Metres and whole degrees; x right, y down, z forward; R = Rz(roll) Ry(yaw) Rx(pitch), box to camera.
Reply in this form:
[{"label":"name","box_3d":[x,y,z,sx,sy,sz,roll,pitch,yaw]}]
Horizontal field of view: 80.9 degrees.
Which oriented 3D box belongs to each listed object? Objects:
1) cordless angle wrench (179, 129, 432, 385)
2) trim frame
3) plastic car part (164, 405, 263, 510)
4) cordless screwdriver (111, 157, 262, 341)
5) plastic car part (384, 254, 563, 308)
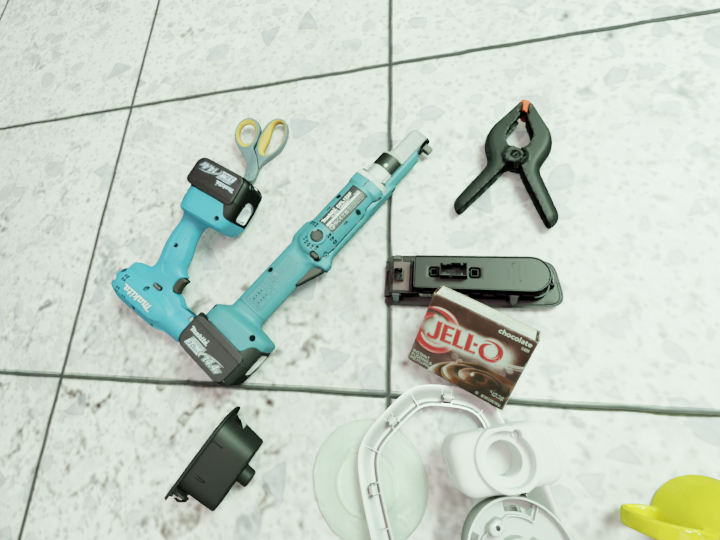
[{"label":"cordless angle wrench","box_3d":[-0.055,-0.036,0.565,0.101,0.072,0.422,40,82,13]},{"label":"trim frame","box_3d":[0.099,0.243,0.427,0.184,0.027,0.257,-14,65,0]},{"label":"plastic car part","box_3d":[-0.163,0.234,0.508,0.072,0.065,0.116,38,81,8]},{"label":"cordless screwdriver","box_3d":[-0.232,-0.026,0.610,0.164,0.072,0.248,35,89,14]},{"label":"plastic car part","box_3d":[0.129,0.006,0.501,0.208,0.064,0.067,2,65,14]}]
